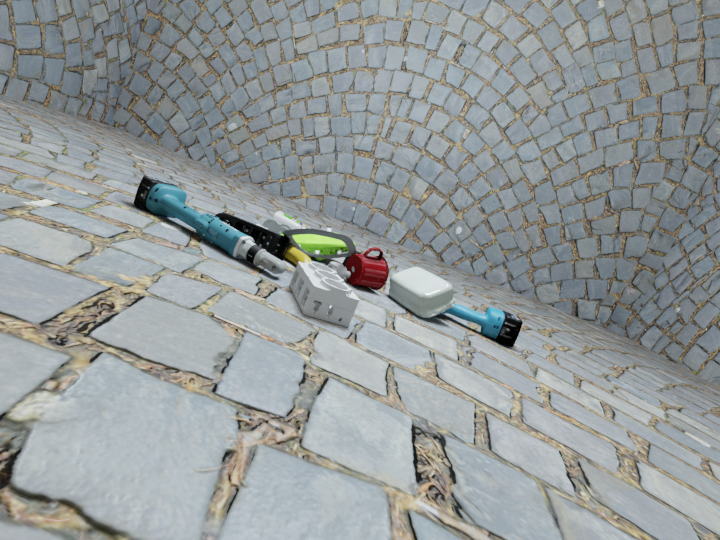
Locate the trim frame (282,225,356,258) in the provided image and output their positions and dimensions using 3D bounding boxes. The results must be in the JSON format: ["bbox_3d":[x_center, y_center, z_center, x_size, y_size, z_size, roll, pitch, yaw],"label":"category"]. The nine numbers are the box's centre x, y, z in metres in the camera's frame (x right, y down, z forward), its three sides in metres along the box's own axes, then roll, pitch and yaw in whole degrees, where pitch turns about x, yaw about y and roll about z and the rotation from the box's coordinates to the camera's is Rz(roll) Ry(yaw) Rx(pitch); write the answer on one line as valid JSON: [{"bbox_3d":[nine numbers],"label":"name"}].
[{"bbox_3d":[-0.105,-0.068,1.070,0.188,0.028,0.241,3,-12,9],"label":"trim frame"}]

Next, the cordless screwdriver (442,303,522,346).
[{"bbox_3d":[0.301,0.118,1.166,0.253,0.074,0.157,19,9,8],"label":"cordless screwdriver"}]

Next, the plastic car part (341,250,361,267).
[{"bbox_3d":[-0.018,-0.021,1.221,0.063,0.071,0.122,19,12,-28],"label":"plastic car part"}]

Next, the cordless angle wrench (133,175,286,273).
[{"bbox_3d":[-0.337,-0.097,0.946,0.441,0.074,0.094,29,11,23],"label":"cordless angle wrench"}]

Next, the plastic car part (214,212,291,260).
[{"bbox_3d":[-0.271,-0.083,1.031,0.204,0.066,0.066,23,-1,3],"label":"plastic car part"}]
